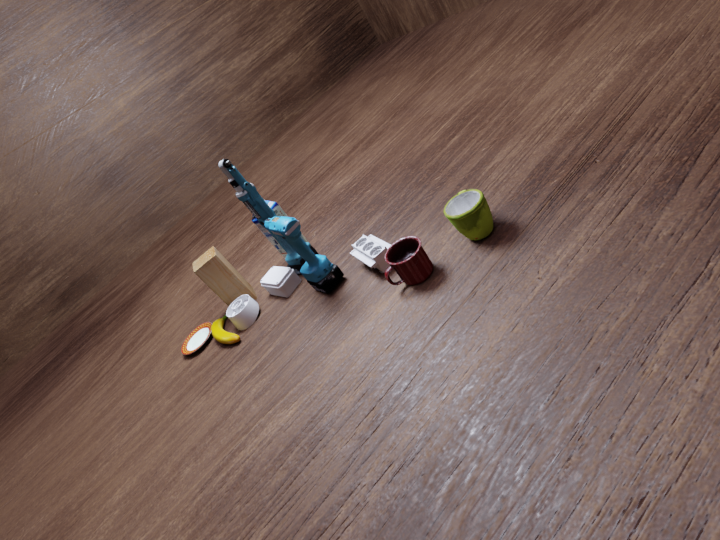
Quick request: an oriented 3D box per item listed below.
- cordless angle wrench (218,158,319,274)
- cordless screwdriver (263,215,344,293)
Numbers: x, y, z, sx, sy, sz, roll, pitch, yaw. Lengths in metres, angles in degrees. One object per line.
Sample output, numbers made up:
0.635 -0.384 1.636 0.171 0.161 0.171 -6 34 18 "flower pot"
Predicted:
-0.274 -0.156 1.247 0.102 0.404 0.074 -7 40 44 "cordless angle wrench"
-0.164 -0.051 1.157 0.074 0.238 0.167 -48 30 -19 "cordless screwdriver"
